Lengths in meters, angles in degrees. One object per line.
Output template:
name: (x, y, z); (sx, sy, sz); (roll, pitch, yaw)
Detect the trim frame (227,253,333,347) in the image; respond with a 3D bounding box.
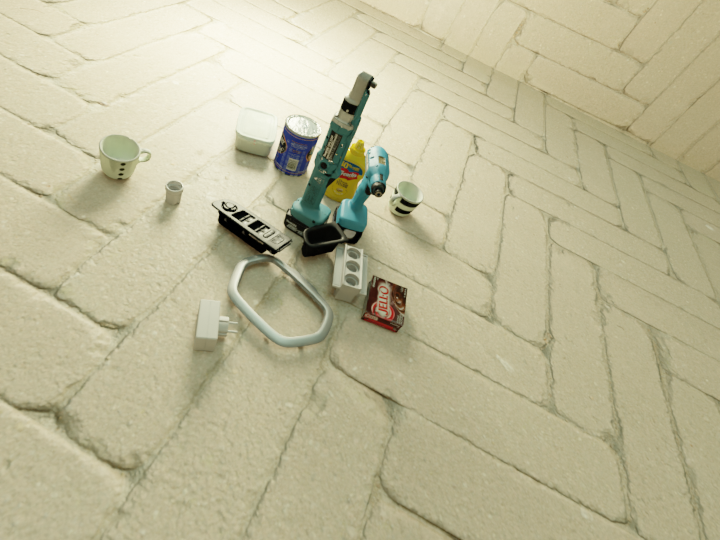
trim frame: (-0.168, 0.060, 0.892); (0.255, 0.027, 0.180); (39, 46, 14)

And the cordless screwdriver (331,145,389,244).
cordless screwdriver: (0.001, -0.159, 1.013); (0.073, 0.247, 0.164); (16, 46, -15)

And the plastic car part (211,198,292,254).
plastic car part: (-0.256, -0.097, 0.972); (0.208, 0.066, 0.065); (37, 45, 11)

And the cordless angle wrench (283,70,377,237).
cordless angle wrench: (-0.069, -0.240, 0.934); (0.099, 0.421, 0.074); (34, 44, 3)

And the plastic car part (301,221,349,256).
plastic car part: (-0.099, -0.064, 1.008); (0.112, 0.070, 0.069); (-18, 60, -36)
